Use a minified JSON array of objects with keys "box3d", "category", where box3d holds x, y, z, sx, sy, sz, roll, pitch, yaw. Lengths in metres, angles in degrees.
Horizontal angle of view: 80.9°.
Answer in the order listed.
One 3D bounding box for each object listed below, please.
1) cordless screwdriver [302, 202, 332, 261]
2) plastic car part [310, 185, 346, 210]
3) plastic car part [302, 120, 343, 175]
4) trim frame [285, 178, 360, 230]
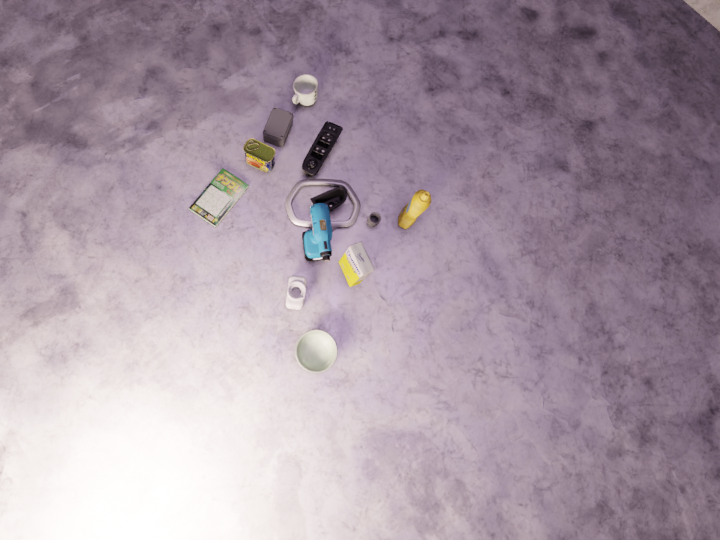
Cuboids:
[{"box3d":[-0.120,-0.079,1.229,0.073,0.248,0.162,-6,76,-12],"category":"cordless screwdriver"},{"box3d":[-0.099,-0.218,1.367,0.115,0.070,0.067,-27,80,-14],"category":"plastic car part"},{"box3d":[-0.134,-0.402,1.422,0.066,0.067,0.203,27,72,0],"category":"plastic car part"},{"box3d":[-0.123,-0.216,1.386,0.246,0.027,0.187,0,73,-6],"category":"trim frame"}]
